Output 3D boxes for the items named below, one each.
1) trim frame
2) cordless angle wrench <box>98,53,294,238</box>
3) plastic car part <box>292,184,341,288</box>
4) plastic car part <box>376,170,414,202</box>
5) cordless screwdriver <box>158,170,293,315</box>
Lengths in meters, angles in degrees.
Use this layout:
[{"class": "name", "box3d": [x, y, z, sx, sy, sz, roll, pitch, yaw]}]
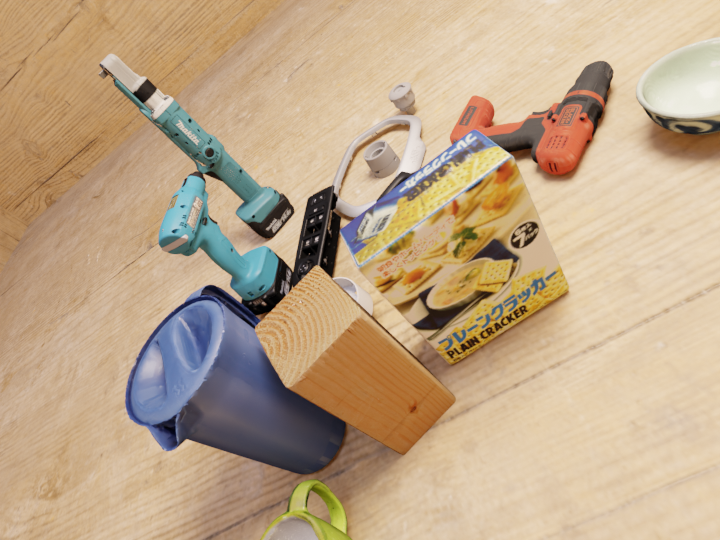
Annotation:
[{"class": "trim frame", "box3d": [0.030, -0.199, 0.791, 0.193, 0.026, 0.251, -4, 55, 38]}, {"class": "cordless angle wrench", "box3d": [-0.287, -0.219, 0.781, 0.098, 0.400, 0.079, -50, 39, -7]}, {"class": "plastic car part", "box3d": [-0.070, -0.046, 0.717, 0.069, 0.063, 0.207, -15, 49, 31]}, {"class": "plastic car part", "box3d": [0.093, -0.094, 0.620, 0.066, 0.067, 0.123, -50, 40, -7]}, {"class": "cordless screwdriver", "box3d": [-0.213, -0.043, 0.701, 0.076, 0.235, 0.164, -24, 43, 23]}]
